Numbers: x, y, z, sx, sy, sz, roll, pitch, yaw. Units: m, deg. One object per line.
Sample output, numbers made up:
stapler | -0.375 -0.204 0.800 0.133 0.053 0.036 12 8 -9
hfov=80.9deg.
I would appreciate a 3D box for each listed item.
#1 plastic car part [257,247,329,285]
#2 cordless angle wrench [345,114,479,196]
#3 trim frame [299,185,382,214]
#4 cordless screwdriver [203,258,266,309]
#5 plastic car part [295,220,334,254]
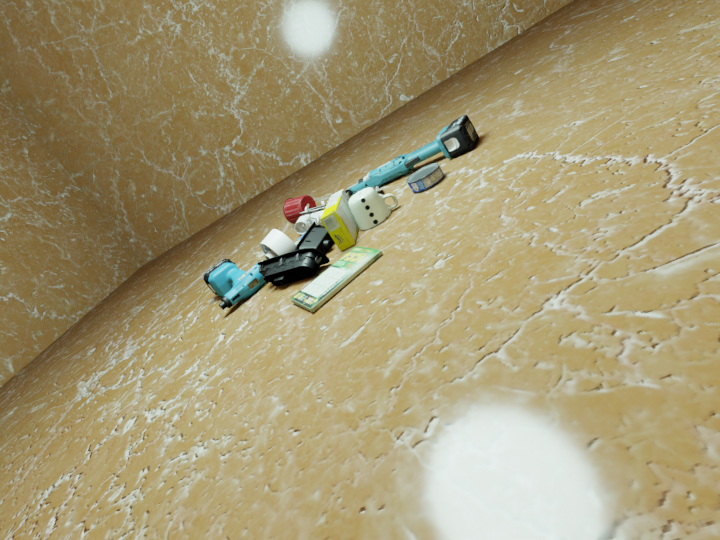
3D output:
plastic car part | -0.162 -0.004 0.964 0.210 0.063 0.067 -17 34 37
cordless angle wrench | 0.120 -0.302 1.211 0.437 0.072 0.097 -19 23 39
trim frame | -0.056 -0.201 1.207 0.245 0.027 0.189 -17 13 -10
cordless screwdriver | -0.353 0.037 1.138 0.157 0.072 0.261 -45 27 -28
plastic car part | -0.100 -0.066 1.026 0.074 0.063 0.117 -5 34 27
